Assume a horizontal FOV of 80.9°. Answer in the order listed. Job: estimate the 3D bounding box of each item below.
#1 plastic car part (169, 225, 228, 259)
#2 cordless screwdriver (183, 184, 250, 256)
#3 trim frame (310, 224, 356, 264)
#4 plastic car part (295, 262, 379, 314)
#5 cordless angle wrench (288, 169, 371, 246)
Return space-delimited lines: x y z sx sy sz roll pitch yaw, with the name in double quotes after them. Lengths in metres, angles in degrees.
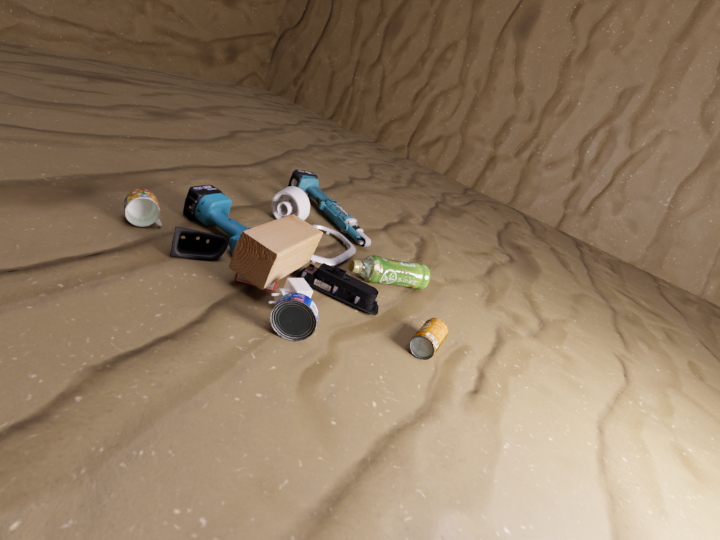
-0.358 -0.063 0.926 0.111 0.065 0.075 8 14 -34 "plastic car part"
-0.315 -0.122 1.054 0.260 0.074 0.153 37 29 23 "cordless screwdriver"
-0.114 -0.074 1.163 0.190 0.027 0.243 29 28 14 "trim frame"
-0.042 0.033 0.969 0.207 0.067 0.065 29 18 10 "plastic car part"
-0.097 -0.202 1.380 0.093 0.074 0.447 -2 36 -41 "cordless angle wrench"
